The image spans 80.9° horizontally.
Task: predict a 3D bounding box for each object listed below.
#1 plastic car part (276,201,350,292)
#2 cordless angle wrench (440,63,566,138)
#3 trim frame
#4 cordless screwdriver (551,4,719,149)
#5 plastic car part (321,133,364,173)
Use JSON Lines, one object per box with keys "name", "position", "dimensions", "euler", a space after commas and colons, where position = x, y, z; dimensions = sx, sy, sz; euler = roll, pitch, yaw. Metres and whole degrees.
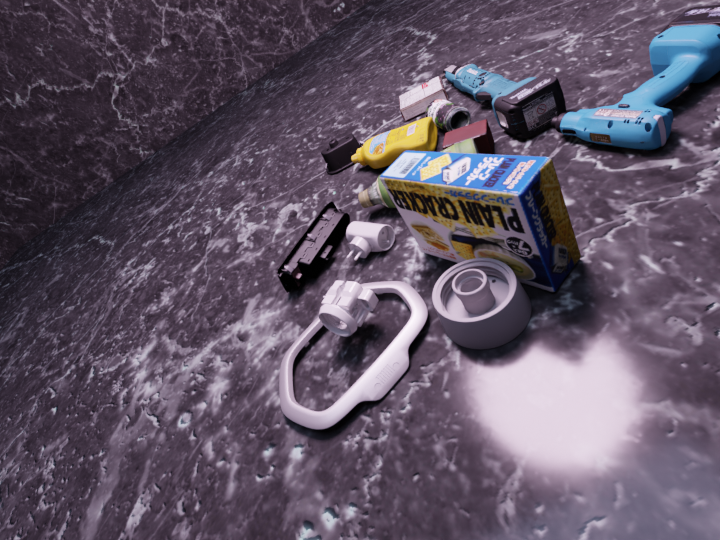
{"name": "plastic car part", "position": [-0.077, -0.050, 0.789], "dimensions": [0.070, 0.063, 0.203], "euler": [5, 51, 31]}
{"name": "cordless angle wrench", "position": [0.263, -0.384, 0.883], "dimensions": [0.099, 0.071, 0.440], "euler": [-30, 34, 8]}
{"name": "trim frame", "position": [-0.016, 0.106, 0.589], "dimensions": [0.247, 0.026, 0.194], "euler": [-45, 35, -15]}
{"name": "cordless screwdriver", "position": [0.424, -0.279, 0.626], "dimensions": [0.248, 0.070, 0.168], "euler": [-45, 36, -6]}
{"name": "plastic car part", "position": [-0.046, -0.290, 1.028], "dimensions": [0.118, 0.067, 0.068], "euler": [-24, 34, 11]}
